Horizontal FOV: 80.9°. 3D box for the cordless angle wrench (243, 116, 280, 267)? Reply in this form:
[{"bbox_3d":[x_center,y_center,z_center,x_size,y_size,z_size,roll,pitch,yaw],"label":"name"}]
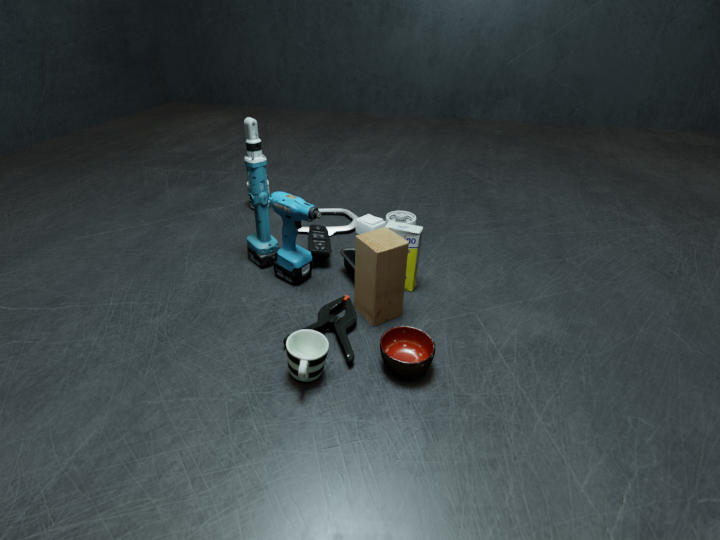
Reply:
[{"bbox_3d":[-0.283,-0.209,1.176,0.072,0.411,0.104,-22,38,-34],"label":"cordless angle wrench"}]

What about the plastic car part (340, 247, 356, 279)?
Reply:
[{"bbox_3d":[-0.010,-0.009,1.167,0.064,0.069,0.123,-16,35,-24],"label":"plastic car part"}]

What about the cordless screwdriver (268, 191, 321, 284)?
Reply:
[{"bbox_3d":[-0.167,-0.079,1.123,0.168,0.242,0.072,23,37,33],"label":"cordless screwdriver"}]

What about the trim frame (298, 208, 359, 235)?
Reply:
[{"bbox_3d":[-0.128,-0.172,1.470,0.249,0.027,0.189,-1,32,1],"label":"trim frame"}]

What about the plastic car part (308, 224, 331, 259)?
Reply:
[{"bbox_3d":[-0.126,-0.083,1.293,0.066,0.065,0.210,-3,32,-5],"label":"plastic car part"}]
